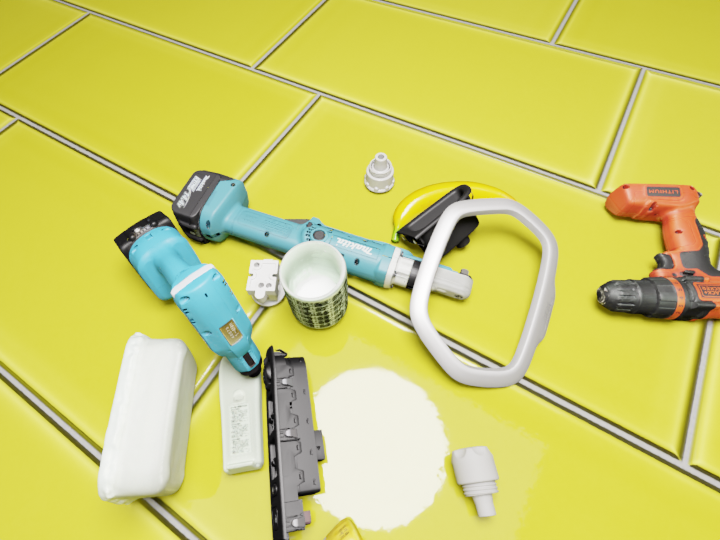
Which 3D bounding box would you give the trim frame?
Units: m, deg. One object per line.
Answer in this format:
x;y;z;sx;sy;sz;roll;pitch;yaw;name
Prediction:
0.161;0.020;0.529;0.183;0.027;0.250;23;72;-2;trim frame

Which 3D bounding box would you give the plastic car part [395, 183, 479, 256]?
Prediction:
0.121;-0.060;0.587;0.116;0.069;0.068;-35;17;-7;plastic car part

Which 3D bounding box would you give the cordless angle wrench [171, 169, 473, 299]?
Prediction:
-0.058;-0.038;0.594;0.433;0.072;0.098;18;62;12;cordless angle wrench

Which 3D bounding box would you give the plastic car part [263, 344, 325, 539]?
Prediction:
-0.077;0.178;0.469;0.066;0.065;0.211;-7;58;-14;plastic car part

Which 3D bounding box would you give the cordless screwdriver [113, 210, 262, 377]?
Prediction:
-0.211;0.027;0.529;0.073;0.152;0.263;-38;42;-22;cordless screwdriver
